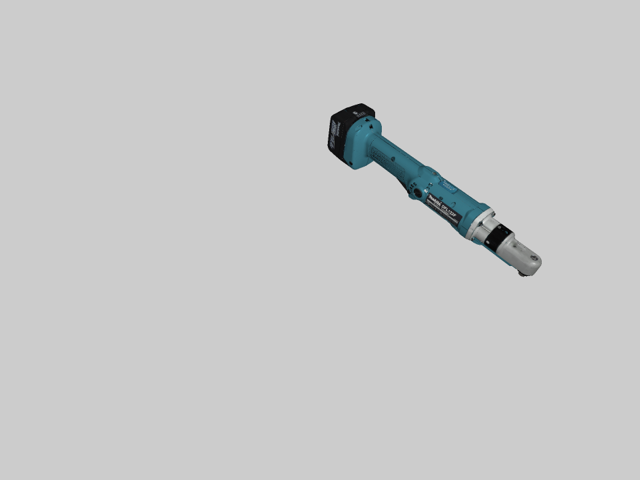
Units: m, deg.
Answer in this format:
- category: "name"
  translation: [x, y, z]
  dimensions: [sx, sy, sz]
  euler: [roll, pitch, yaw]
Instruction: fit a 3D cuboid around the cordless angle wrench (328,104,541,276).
- category: "cordless angle wrench"
  translation: [0.178, -0.088, 0.707]
  dimensions: [0.074, 0.098, 0.422]
  euler: [-31, 59, -28]
